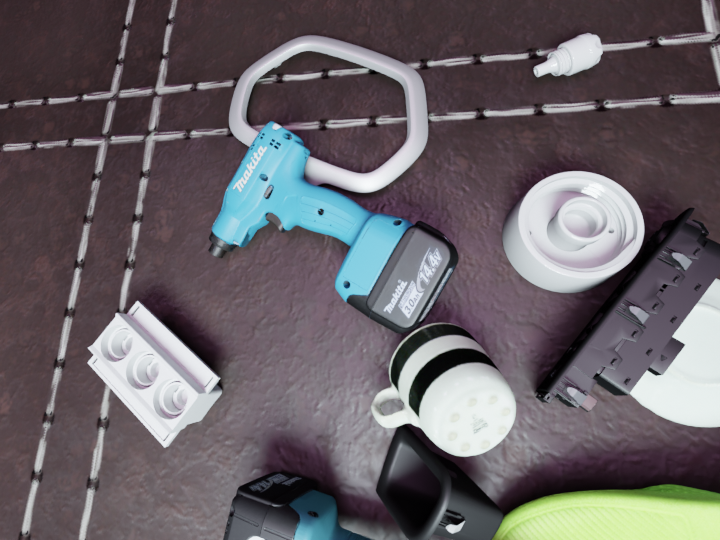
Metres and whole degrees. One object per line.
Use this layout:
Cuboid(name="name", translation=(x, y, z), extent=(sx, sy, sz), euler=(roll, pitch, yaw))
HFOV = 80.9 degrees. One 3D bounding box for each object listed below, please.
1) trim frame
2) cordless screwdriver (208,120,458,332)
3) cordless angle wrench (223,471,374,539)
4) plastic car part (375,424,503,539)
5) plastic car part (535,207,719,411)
Cuboid(name="trim frame", translation=(-0.041, -0.185, 0.494), extent=(0.256, 0.027, 0.184), euler=(27, 81, 16))
Cuboid(name="cordless screwdriver", translation=(-0.042, -0.027, 0.425), extent=(0.258, 0.071, 0.159), euler=(36, 99, 20))
Cuboid(name="cordless angle wrench", translation=(0.103, 0.240, 0.276), extent=(0.439, 0.093, 0.075), euler=(7, 78, 23))
Cuboid(name="plastic car part", translation=(0.066, 0.178, 0.335), extent=(0.070, 0.118, 0.066), euler=(23, 81, -11))
Cuboid(name="plastic car part", translation=(0.227, 0.037, 0.343), extent=(0.071, 0.063, 0.203), euler=(33, 85, 31))
